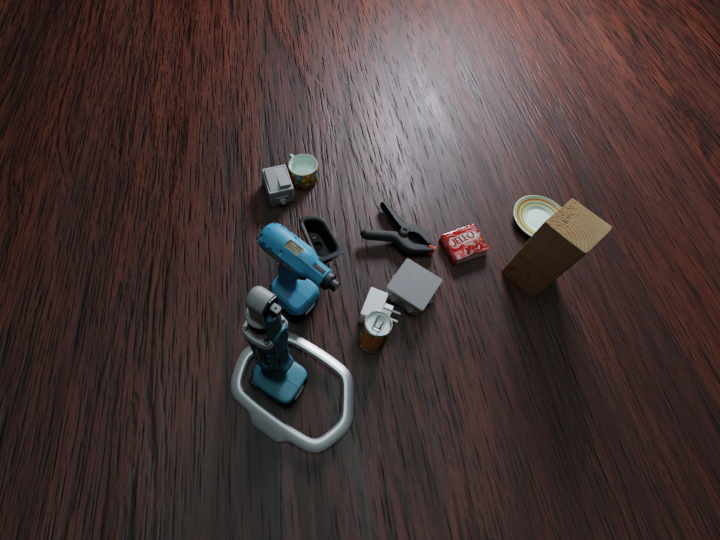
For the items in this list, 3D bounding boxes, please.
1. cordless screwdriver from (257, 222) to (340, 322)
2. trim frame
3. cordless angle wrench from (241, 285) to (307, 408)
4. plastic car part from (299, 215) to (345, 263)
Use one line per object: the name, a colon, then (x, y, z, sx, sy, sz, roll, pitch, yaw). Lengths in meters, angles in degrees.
cordless screwdriver: (-0.111, 0.026, 0.789, 0.164, 0.243, 0.074, 38, 64, 14)
trim frame: (-0.128, 0.224, 0.800, 0.255, 0.027, 0.184, 29, 63, 14)
cordless angle wrench: (-0.133, 0.121, 0.636, 0.100, 0.414, 0.074, 31, 63, 10)
plastic car part: (-0.092, -0.060, 0.938, 0.065, 0.069, 0.121, -22, 64, -16)
